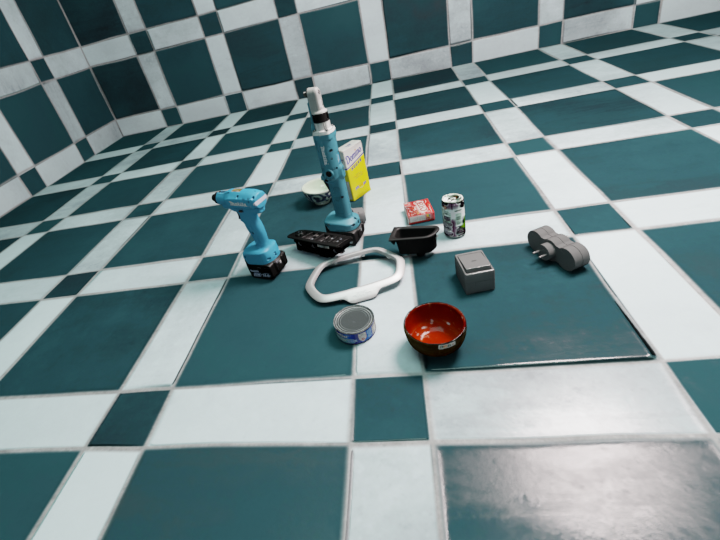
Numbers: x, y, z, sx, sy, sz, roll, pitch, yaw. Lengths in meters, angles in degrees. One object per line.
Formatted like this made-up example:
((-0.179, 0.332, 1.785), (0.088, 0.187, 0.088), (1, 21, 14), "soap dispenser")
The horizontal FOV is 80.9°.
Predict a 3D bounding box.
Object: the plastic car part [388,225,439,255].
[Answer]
((0.137, -0.068, 1.043), (0.121, 0.068, 0.066), (1, 36, 22), "plastic car part")

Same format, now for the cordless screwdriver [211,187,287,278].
((-0.290, -0.100, 1.100), (0.167, 0.239, 0.074), (8, 38, 29), "cordless screwdriver")

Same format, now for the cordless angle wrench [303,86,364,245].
((-0.073, -0.259, 1.093), (0.102, 0.407, 0.074), (5, 36, 25), "cordless angle wrench")

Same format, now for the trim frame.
((-0.014, 0.010, 1.026), (0.248, 0.026, 0.192), (-16, 34, -1), "trim frame")

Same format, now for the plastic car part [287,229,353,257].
((-0.112, -0.073, 1.149), (0.214, 0.064, 0.065), (17, 44, 38), "plastic car part")
